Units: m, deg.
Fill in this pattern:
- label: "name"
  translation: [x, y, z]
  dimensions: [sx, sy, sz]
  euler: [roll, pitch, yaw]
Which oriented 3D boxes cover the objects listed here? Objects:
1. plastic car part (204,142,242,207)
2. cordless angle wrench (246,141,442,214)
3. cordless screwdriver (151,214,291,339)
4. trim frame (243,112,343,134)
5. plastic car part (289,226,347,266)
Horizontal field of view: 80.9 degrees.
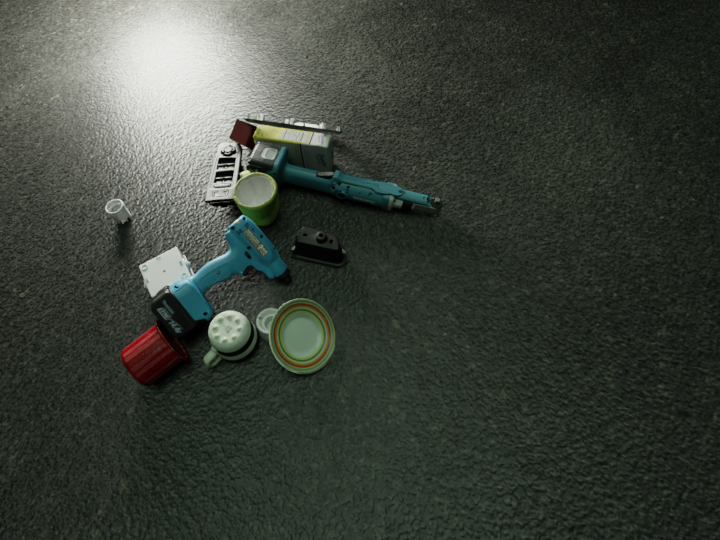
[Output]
- label: "plastic car part"
  translation: [-0.301, -0.215, 0.966]
  dimensions: [0.067, 0.064, 0.209]
  euler: [-9, 56, 6]
- label: "cordless angle wrench"
  translation: [-0.036, -0.185, 0.920]
  dimensions: [0.430, 0.095, 0.075]
  euler: [15, 63, 9]
- label: "cordless screwdriver"
  translation: [-0.261, 0.030, 0.809]
  dimensions: [0.247, 0.077, 0.155]
  euler: [-44, 104, -12]
- label: "trim frame"
  translation: [-0.160, -0.343, 0.989]
  dimensions: [0.257, 0.027, 0.180]
  euler: [12, 16, 19]
- label: "plastic car part"
  translation: [-0.084, -0.055, 0.854]
  dimensions: [0.120, 0.068, 0.066]
  euler: [13, 64, 15]
